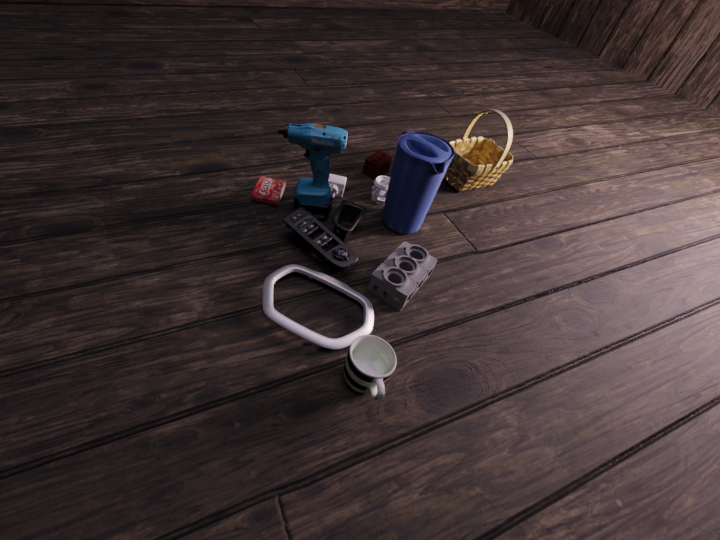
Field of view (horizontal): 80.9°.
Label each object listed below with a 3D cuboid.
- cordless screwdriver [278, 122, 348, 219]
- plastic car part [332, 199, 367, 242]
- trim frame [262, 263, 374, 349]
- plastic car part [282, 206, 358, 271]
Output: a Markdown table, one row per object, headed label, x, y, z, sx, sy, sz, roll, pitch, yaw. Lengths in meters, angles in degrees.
| label | x | y | z | sx | sy | sz | roll | pitch | yaw |
| --- | --- | --- | --- | --- | --- | --- | --- | --- | --- |
| cordless screwdriver | -0.129 | -0.244 | 1.037 | 0.158 | 0.244 | 0.076 | 10 | 44 | -5 |
| plastic car part | -0.037 | -0.112 | 1.045 | 0.067 | 0.069 | 0.117 | 20 | 45 | 7 |
| trim frame | -0.090 | 0.070 | 0.883 | 0.255 | 0.027 | 0.184 | 23 | 46 | 12 |
| plastic car part | -0.097 | -0.063 | 0.988 | 0.212 | 0.065 | 0.065 | 38 | 49 | 25 |
